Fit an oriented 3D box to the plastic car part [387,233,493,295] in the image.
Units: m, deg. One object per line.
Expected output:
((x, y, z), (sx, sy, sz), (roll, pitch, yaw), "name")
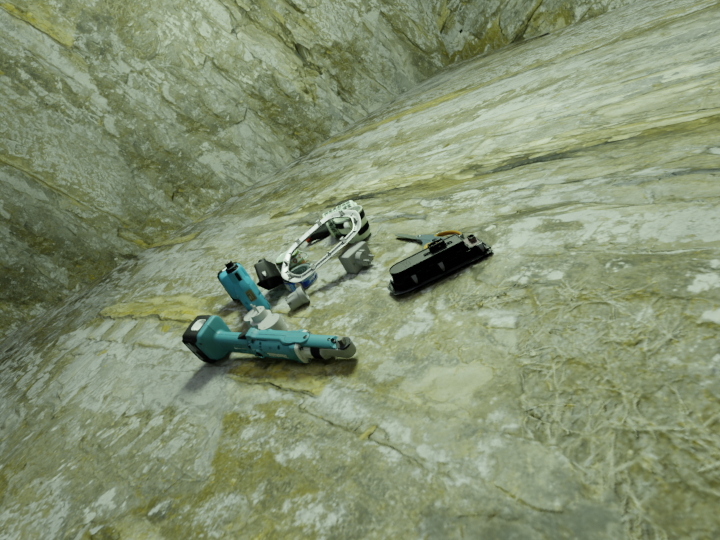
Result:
((0.138, -0.017, 0.799), (0.204, 0.064, 0.069), (-30, 29, 6), "plastic car part")

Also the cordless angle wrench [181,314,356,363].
((-0.187, 0.142, 0.828), (0.442, 0.093, 0.074), (-4, 41, 37), "cordless angle wrench")

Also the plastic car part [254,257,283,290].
((-0.240, 0.004, 1.094), (0.066, 0.073, 0.113), (-28, -15, 2), "plastic car part")

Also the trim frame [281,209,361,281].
((-0.103, -0.068, 1.057), (0.248, 0.026, 0.194), (-40, 36, -1), "trim frame")

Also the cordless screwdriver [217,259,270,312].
((-0.320, 0.027, 1.098), (0.073, 0.154, 0.260), (-36, 22, -17), "cordless screwdriver")
